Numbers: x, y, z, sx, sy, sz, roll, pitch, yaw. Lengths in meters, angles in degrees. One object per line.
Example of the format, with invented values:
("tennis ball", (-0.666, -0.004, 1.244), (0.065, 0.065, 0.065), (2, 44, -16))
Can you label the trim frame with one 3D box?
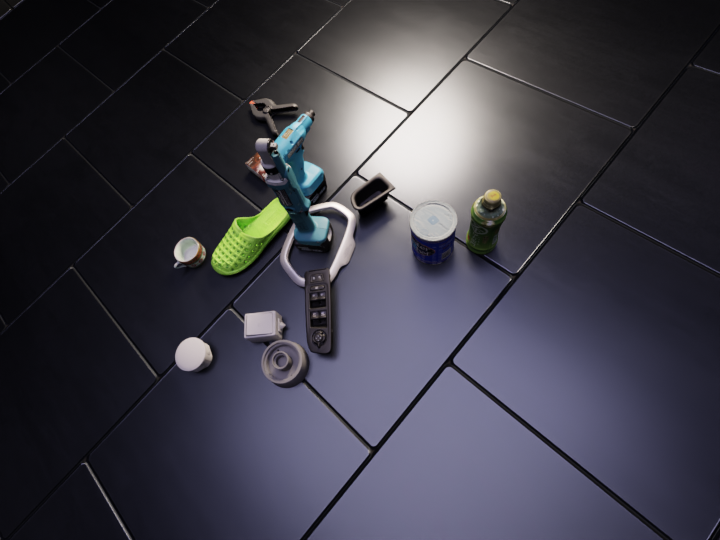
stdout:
("trim frame", (-0.109, -0.071, 1.111), (0.191, 0.026, 0.250), (15, 71, 19))

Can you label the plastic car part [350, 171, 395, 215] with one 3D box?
("plastic car part", (0.027, -0.188, 1.106), (0.116, 0.068, 0.069), (-37, 65, -5))

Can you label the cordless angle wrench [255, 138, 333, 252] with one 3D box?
("cordless angle wrench", (-0.150, -0.157, 0.947), (0.100, 0.406, 0.075), (7, 70, 12))

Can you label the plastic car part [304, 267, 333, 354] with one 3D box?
("plastic car part", (-0.096, 0.101, 1.011), (0.067, 0.064, 0.208), (-7, 65, 9))

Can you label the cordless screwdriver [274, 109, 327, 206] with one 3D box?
("cordless screwdriver", (-0.146, -0.286, 1.096), (0.077, 0.239, 0.159), (30, 76, 19))
